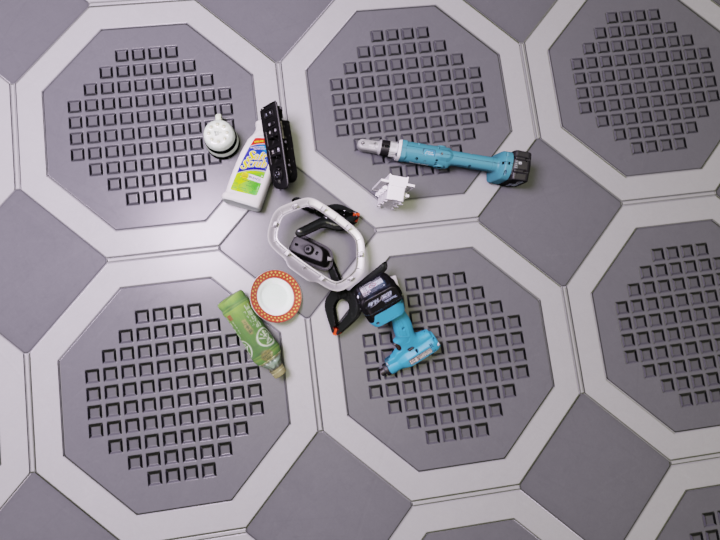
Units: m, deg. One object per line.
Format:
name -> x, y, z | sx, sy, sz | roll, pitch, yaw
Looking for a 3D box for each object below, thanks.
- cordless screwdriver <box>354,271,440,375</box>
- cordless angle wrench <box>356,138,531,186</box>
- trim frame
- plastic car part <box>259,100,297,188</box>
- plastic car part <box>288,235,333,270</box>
cordless screwdriver -> 0.066, 0.136, 0.982 | 0.160, 0.077, 0.239 | -33, 115, 4
cordless angle wrench -> 0.201, -0.285, 1.064 | 0.424, 0.098, 0.074 | 10, 89, 1
trim frame -> -0.095, -0.062, 0.970 | 0.245, 0.028, 0.184 | 37, 68, -7
plastic car part -> -0.191, -0.291, 1.008 | 0.069, 0.064, 0.203 | -8, 88, 37
plastic car part -> -0.123, -0.048, 1.012 | 0.121, 0.068, 0.066 | 23, 85, 18
